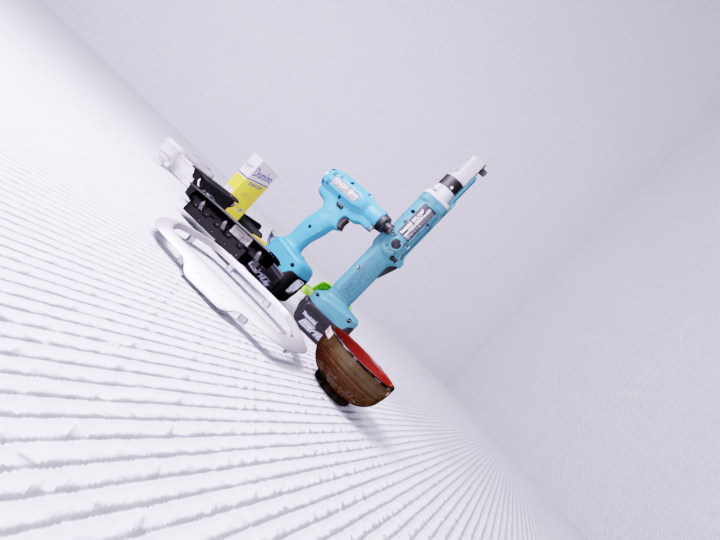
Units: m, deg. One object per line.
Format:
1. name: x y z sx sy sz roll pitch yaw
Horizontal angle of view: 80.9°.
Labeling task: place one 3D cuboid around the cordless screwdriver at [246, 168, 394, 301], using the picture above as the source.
1. cordless screwdriver: -0.072 -0.047 0.738 0.166 0.249 0.071 44 0 25

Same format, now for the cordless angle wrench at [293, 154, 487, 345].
1. cordless angle wrench: 0.058 -0.043 0.732 0.098 0.423 0.074 44 0 -2

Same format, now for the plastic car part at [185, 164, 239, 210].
1. plastic car part: -0.302 -0.144 0.846 0.070 0.071 0.110 44 0 37

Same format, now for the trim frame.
1. trim frame: -0.160 0.018 0.531 0.251 0.027 0.182 44 -1 4

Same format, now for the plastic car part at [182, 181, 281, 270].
1. plastic car part: -0.220 -0.065 0.688 0.210 0.067 0.064 44 0 18
